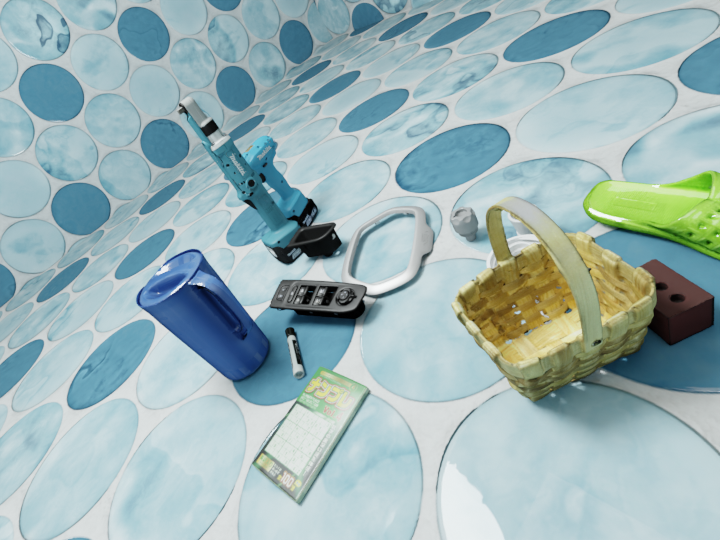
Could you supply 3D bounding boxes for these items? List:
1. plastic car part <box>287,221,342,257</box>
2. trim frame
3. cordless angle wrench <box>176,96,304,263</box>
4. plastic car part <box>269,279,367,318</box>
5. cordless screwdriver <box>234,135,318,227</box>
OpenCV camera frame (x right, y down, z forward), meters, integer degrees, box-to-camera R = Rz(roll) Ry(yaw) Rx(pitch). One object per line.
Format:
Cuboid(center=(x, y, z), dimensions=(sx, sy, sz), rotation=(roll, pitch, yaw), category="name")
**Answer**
Cuboid(center=(-0.092, -0.060, 0.941), dimensions=(0.122, 0.067, 0.066), rotation=(-4, 43, 36), category="plastic car part")
Cuboid(center=(0.052, -0.046, 0.844), dimensions=(0.190, 0.026, 0.252), rotation=(-13, 40, 27), category="trim frame")
Cuboid(center=(-0.253, -0.193, 0.936), dimensions=(0.097, 0.403, 0.078), rotation=(-44, 34, -18), category="cordless angle wrench")
Cuboid(center=(-0.073, 0.059, 0.786), dimensions=(0.212, 0.064, 0.066), rotation=(-3, 44, 37), category="plastic car part")
Cuboid(center=(-0.215, -0.193, 1.052), dimensions=(0.078, 0.237, 0.159), rotation=(-4, 43, 38), category="cordless screwdriver")
